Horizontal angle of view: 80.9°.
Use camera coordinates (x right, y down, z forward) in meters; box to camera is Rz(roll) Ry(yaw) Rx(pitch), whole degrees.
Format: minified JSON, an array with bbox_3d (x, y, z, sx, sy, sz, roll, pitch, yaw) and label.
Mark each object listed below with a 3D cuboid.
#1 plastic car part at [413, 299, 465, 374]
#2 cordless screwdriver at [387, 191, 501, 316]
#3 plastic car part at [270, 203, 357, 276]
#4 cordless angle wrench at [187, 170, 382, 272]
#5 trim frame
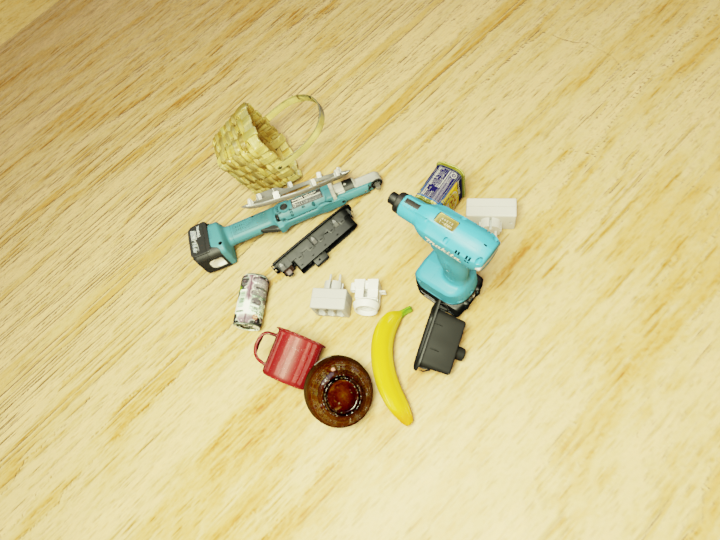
[{"bbox_3d":[0.135,0.117,0.685,0.072,0.064,0.117,16,72,8],"label":"plastic car part"},{"bbox_3d":[0.118,-0.024,0.652,0.166,0.239,0.074,37,78,23],"label":"cordless screwdriver"},{"bbox_3d":[-0.082,-0.054,0.841,0.202,0.064,0.070,-45,70,-8],"label":"plastic car part"},{"bbox_3d":[-0.156,-0.119,0.897,0.425,0.071,0.102,-22,59,4],"label":"cordless angle wrench"},{"bbox_3d":[-0.128,-0.169,0.850,0.192,0.027,0.243,-4,23,41],"label":"trim frame"}]
